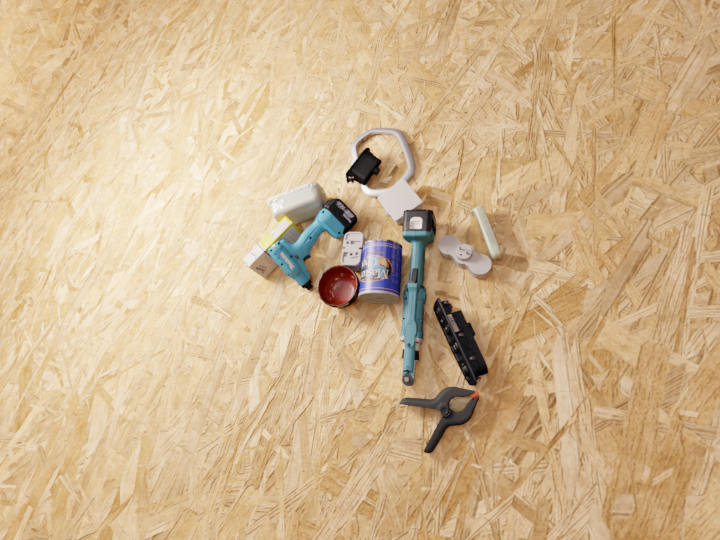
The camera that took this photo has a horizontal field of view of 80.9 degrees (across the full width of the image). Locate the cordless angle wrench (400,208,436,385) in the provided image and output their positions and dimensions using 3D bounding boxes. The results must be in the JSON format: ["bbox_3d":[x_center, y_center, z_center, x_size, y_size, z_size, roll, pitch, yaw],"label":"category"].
[{"bbox_3d":[0.131,0.060,1.027,0.077,0.093,0.429,0,73,19],"label":"cordless angle wrench"}]

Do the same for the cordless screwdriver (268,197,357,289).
[{"bbox_3d":[-0.114,-0.075,1.168,0.248,0.076,0.157,-41,99,-6],"label":"cordless screwdriver"}]

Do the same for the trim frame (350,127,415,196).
[{"bbox_3d":[0.058,-0.323,1.246,0.187,0.026,0.257,-20,64,11],"label":"trim frame"}]

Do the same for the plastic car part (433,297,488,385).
[{"bbox_3d":[0.230,0.159,0.960,0.066,0.065,0.210,-9,61,-12],"label":"plastic car part"}]

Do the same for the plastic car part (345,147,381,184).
[{"bbox_3d":[0.018,-0.292,1.210,0.073,0.064,0.116,37,81,13],"label":"plastic car part"}]
